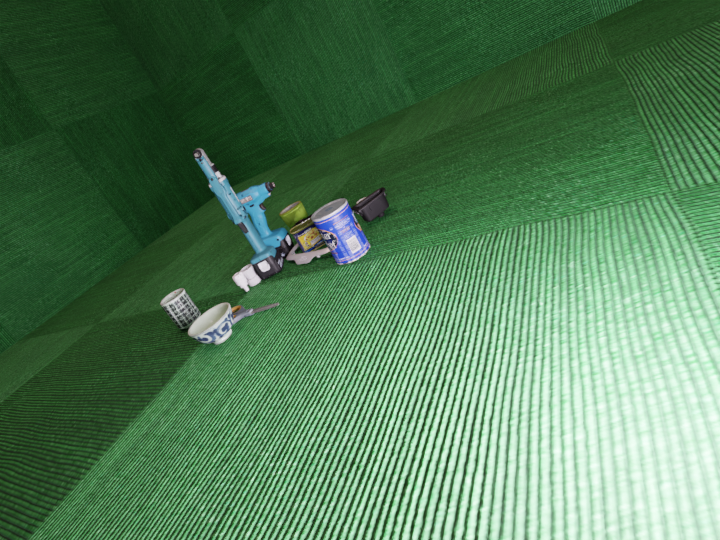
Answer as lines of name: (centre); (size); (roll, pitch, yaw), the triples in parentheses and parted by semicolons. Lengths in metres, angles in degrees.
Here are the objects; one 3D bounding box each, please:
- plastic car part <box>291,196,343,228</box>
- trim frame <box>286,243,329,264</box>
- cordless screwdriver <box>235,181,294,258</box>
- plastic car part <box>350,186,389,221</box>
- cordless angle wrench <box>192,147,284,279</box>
plastic car part: (-0.138, -0.177, 1.433); (0.207, 0.065, 0.067); (-22, 23, 18)
trim frame: (-0.125, -0.082, 1.275); (0.260, 0.026, 0.182); (-5, 33, 43)
cordless screwdriver: (-0.290, -0.156, 1.344); (0.163, 0.241, 0.075); (-21, 21, 21)
plastic car part: (0.040, -0.184, 1.238); (0.115, 0.068, 0.069); (-34, 22, -11)
cordless angle wrench: (-0.363, -0.168, 1.243); (0.075, 0.410, 0.100); (-26, 20, 9)
